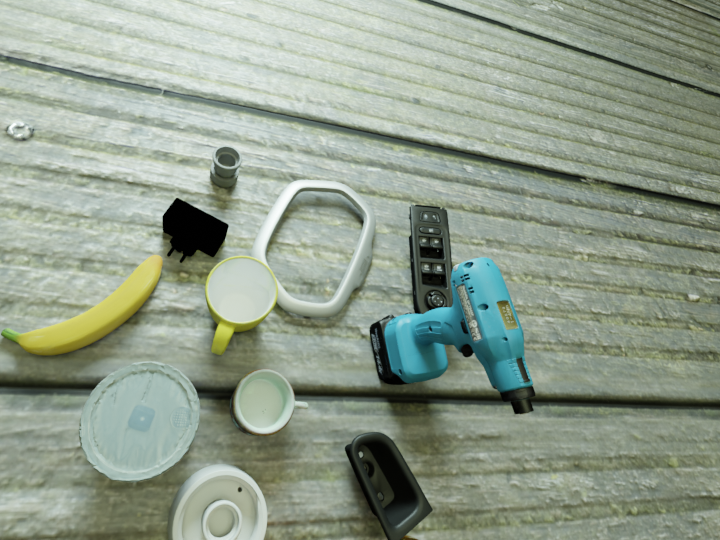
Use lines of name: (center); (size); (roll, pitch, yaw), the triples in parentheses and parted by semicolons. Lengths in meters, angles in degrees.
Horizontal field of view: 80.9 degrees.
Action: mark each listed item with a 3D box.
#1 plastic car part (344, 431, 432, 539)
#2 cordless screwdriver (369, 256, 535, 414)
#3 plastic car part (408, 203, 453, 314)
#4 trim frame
plastic car part: (0.021, 0.257, 0.525); (0.064, 0.071, 0.119); (-23, 76, -29)
cordless screwdriver: (0.104, 0.102, 0.527); (0.072, 0.250, 0.163); (-3, 69, -25)
plastic car part: (0.107, -0.006, 0.688); (0.064, 0.067, 0.208); (7, 63, -19)
trim frame: (-0.065, -0.043, 0.668); (0.182, 0.027, 0.251); (25, 59, -6)
